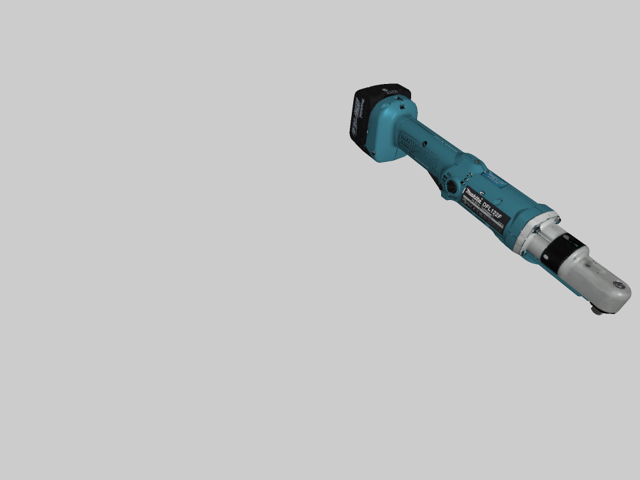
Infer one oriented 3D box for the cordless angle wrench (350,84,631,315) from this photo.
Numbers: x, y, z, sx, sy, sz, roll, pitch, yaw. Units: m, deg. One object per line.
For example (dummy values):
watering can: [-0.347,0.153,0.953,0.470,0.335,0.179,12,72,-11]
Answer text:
cordless angle wrench: [0.180,-0.071,0.525,0.074,0.098,0.422,-18,47,-24]
